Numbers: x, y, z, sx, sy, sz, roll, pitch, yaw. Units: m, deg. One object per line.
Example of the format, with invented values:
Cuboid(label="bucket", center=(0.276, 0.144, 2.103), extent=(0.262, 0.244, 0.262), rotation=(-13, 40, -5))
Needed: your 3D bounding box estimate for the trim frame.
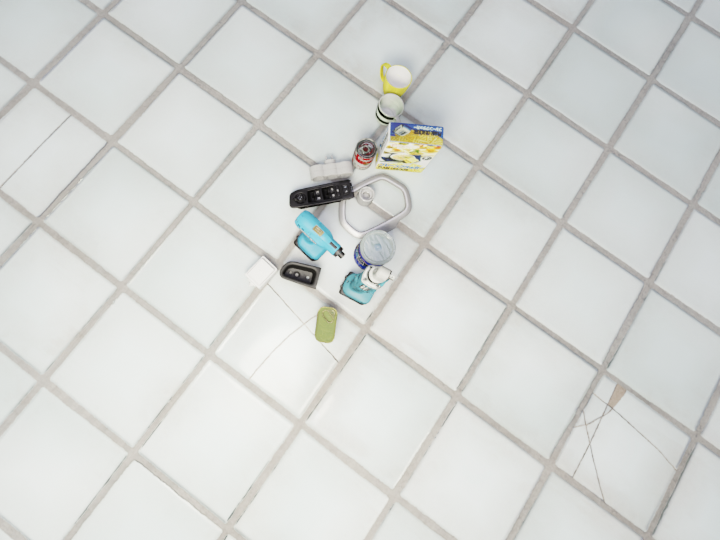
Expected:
Cuboid(label="trim frame", center=(0.045, -0.204, 1.352), extent=(0.246, 0.027, 0.187), rotation=(-29, 82, -8))

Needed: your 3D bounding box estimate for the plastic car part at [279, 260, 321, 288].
Cuboid(label="plastic car part", center=(-0.184, 0.012, 1.274), extent=(0.116, 0.071, 0.066), rotation=(15, 79, -2))

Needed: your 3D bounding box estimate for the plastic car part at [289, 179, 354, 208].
Cuboid(label="plastic car part", center=(-0.126, -0.233, 1.327), extent=(0.201, 0.067, 0.067), rotation=(-10, 82, -6))

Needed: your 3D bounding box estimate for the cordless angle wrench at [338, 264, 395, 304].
Cuboid(label="cordless angle wrench", center=(0.017, 0.031, 1.103), extent=(0.098, 0.423, 0.074), rotation=(29, 79, -4))

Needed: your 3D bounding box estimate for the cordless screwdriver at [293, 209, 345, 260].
Cuboid(label="cordless screwdriver", center=(-0.118, -0.077, 1.205), extent=(0.160, 0.248, 0.074), rotation=(44, 78, 1))
